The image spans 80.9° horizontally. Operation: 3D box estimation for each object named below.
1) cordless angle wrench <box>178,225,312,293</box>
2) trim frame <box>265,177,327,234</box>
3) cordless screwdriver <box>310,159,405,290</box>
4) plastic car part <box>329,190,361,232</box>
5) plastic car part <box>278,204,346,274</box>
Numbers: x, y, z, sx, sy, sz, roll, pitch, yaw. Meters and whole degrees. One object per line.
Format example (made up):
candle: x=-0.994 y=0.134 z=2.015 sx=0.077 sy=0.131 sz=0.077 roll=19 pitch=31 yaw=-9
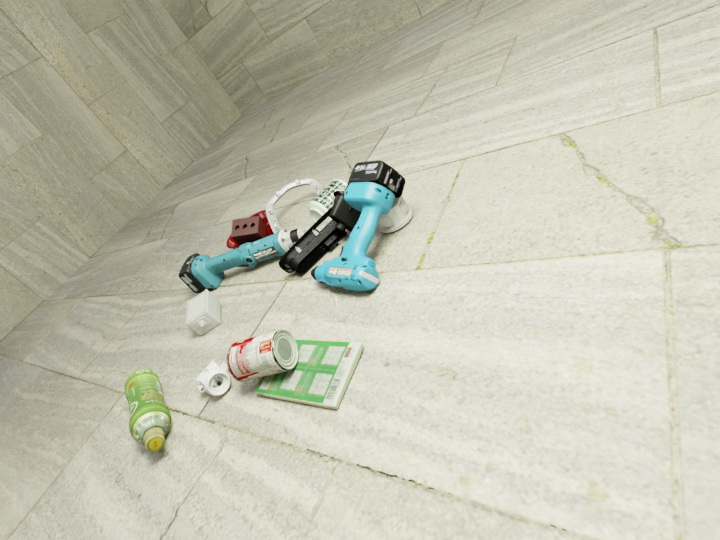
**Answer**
cordless angle wrench: x=-0.276 y=-0.042 z=1.074 sx=0.435 sy=0.093 sz=0.076 roll=-17 pitch=37 yaw=24
trim frame: x=-0.162 y=-0.171 z=1.128 sx=0.184 sy=0.026 sz=0.261 roll=-26 pitch=44 yaw=-1
cordless screwdriver: x=-0.012 y=-0.084 z=0.819 sx=0.167 sy=0.070 sz=0.250 roll=2 pitch=70 yaw=47
plastic car part: x=-0.026 y=-0.116 z=0.913 sx=0.069 sy=0.110 sz=0.071 roll=13 pitch=79 yaw=54
plastic car part: x=-0.093 y=-0.061 z=0.947 sx=0.202 sy=0.063 sz=0.071 roll=-42 pitch=56 yaw=-11
